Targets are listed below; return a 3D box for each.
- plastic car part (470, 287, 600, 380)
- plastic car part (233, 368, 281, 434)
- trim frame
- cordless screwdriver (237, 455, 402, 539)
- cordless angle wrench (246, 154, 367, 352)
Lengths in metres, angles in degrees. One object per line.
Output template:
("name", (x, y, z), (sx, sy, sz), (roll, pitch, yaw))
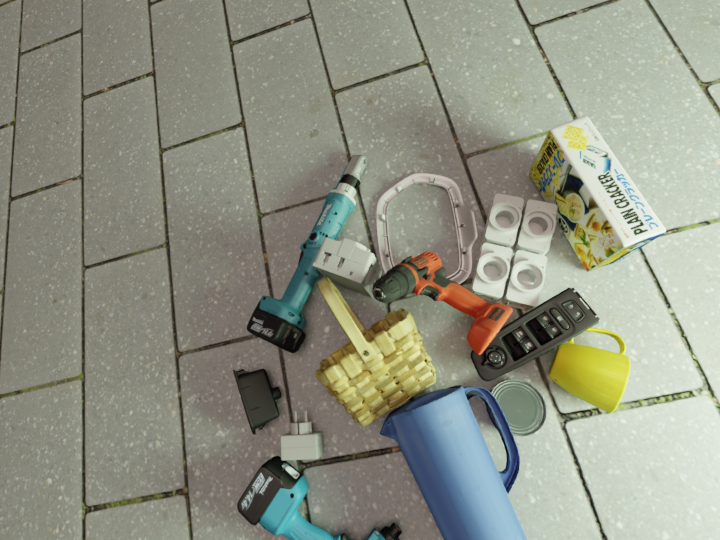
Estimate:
("plastic car part", (0.275, 0.109, 0.700), (0.204, 0.065, 0.068), (-33, 78, 6))
("plastic car part", (-0.185, 0.231, 0.782), (0.070, 0.065, 0.120), (-23, 73, -11))
("trim frame", (0.125, -0.078, 0.817), (0.187, 0.026, 0.254), (-6, 70, 10))
("cordless screwdriver", (-0.068, 0.408, 0.690), (0.257, 0.072, 0.159), (37, 84, 17))
("cordless angle wrench", (-0.081, -0.053, 0.833), (0.103, 0.070, 0.424), (13, 71, 38))
